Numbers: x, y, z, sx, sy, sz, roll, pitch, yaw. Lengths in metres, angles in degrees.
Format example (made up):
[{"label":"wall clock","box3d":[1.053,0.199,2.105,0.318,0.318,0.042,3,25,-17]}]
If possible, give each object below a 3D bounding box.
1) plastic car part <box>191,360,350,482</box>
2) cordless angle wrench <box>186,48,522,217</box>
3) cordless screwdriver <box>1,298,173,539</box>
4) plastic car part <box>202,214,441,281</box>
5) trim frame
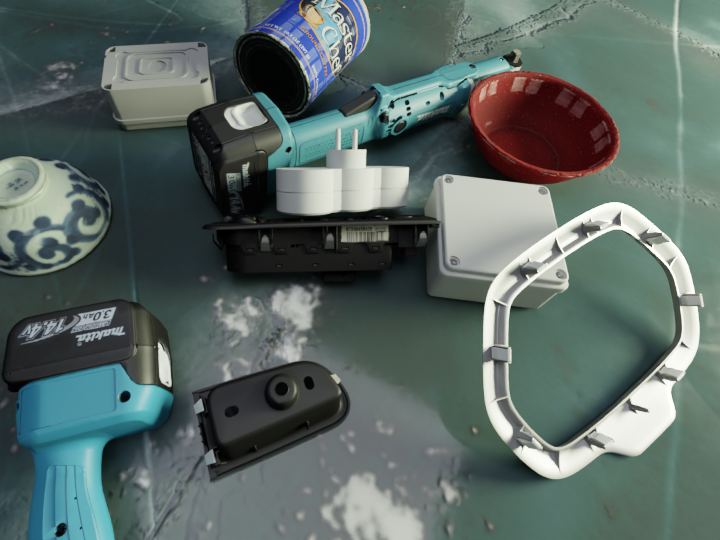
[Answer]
[{"label":"plastic car part","box3d":[-0.064,0.095,0.305,0.115,0.069,0.068,-18,66,-12]},{"label":"cordless angle wrench","box3d":[0.027,-0.177,0.470,0.414,0.096,0.077,-26,67,-23]},{"label":"cordless screwdriver","box3d":[-0.151,0.146,0.269,0.157,0.073,0.257,-8,64,-8]},{"label":"plastic car part","box3d":[-0.038,-0.025,0.384,0.201,0.066,0.068,2,16,-6]},{"label":"trim frame","box3d":[0.194,0.051,0.338,0.244,0.028,0.182,-28,96,-21]}]
